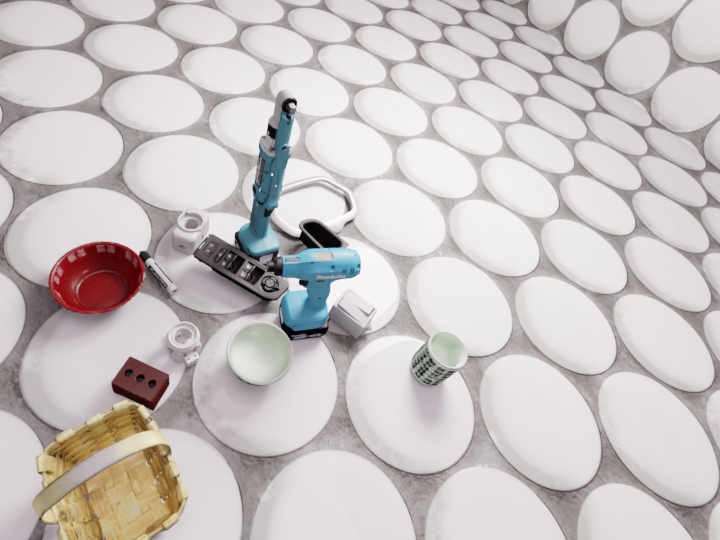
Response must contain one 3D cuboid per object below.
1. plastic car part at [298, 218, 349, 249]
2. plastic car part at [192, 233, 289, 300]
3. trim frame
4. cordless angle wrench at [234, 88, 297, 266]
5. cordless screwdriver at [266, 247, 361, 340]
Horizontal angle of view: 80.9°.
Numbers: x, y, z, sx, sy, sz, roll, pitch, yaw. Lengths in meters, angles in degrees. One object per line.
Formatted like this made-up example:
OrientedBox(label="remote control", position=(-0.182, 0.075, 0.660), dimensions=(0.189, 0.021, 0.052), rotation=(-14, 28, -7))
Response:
OrientedBox(label="plastic car part", position=(-0.096, -0.063, 0.982), dimensions=(0.120, 0.070, 0.065), rotation=(40, 52, 13))
OrientedBox(label="plastic car part", position=(-0.249, 0.007, 0.886), dimensions=(0.205, 0.066, 0.066), rotation=(28, 51, 5))
OrientedBox(label="trim frame", position=(-0.119, -0.165, 1.082), dimensions=(0.241, 0.027, 0.192), rotation=(-23, 63, -30))
OrientedBox(label="cordless angle wrench", position=(-0.177, -0.155, 0.804), dimensions=(0.072, 0.419, 0.102), rotation=(-16, 63, -30))
OrientedBox(label="cordless screwdriver", position=(-0.109, 0.045, 0.782), dimensions=(0.154, 0.246, 0.077), rotation=(-1, 57, -21))
